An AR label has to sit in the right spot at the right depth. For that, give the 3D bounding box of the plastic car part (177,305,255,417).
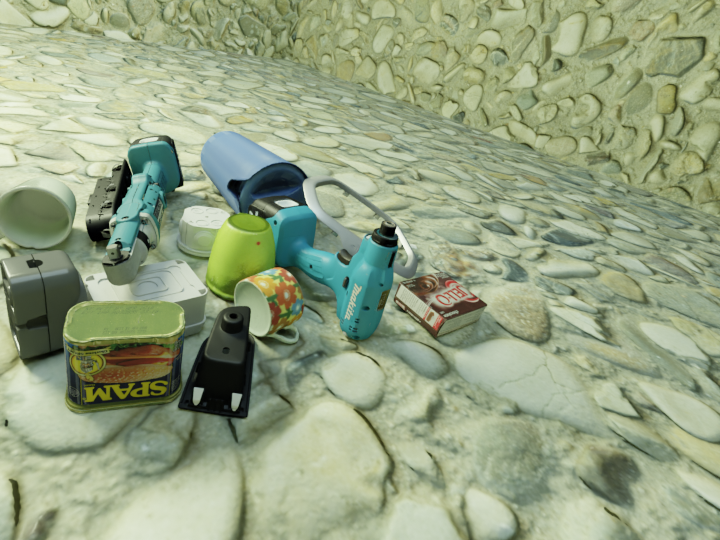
[{"bbox_3d":[-0.137,0.079,0.434,0.065,0.070,0.120,11,33,-12],"label":"plastic car part"}]

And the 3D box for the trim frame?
[{"bbox_3d":[0.003,-0.076,0.715,0.240,0.028,0.189,34,30,-19],"label":"trim frame"}]

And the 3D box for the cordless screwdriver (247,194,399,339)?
[{"bbox_3d":[-0.057,-0.037,0.579,0.071,0.157,0.263,-14,39,-44],"label":"cordless screwdriver"}]

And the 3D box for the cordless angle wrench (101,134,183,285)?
[{"bbox_3d":[-0.300,-0.096,0.589,0.073,0.095,0.443,-12,31,-14],"label":"cordless angle wrench"}]

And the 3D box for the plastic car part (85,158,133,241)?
[{"bbox_3d":[-0.378,-0.102,0.642,0.065,0.065,0.214,-9,37,-22],"label":"plastic car part"}]
